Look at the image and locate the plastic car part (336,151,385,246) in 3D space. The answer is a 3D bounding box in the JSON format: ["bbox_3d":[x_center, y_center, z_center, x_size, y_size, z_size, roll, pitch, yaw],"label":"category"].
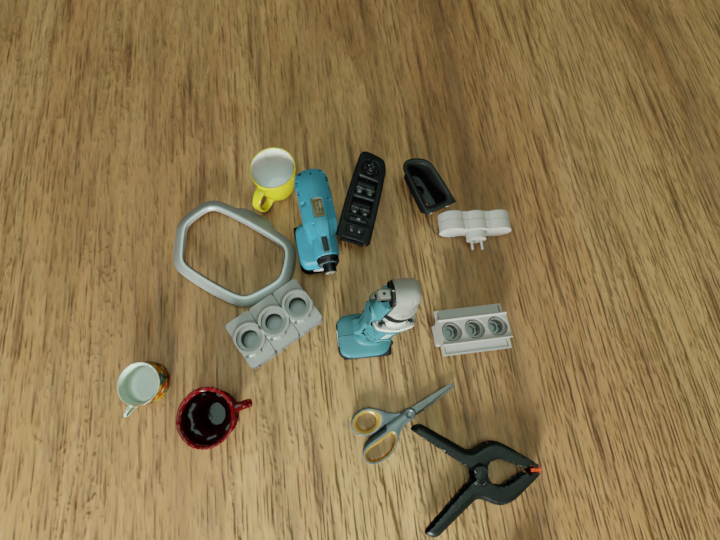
[{"bbox_3d":[0.004,-0.140,0.839,0.067,0.066,0.205,13,72,1],"label":"plastic car part"}]

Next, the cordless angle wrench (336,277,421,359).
[{"bbox_3d":[0.024,0.072,0.585,0.097,0.417,0.076,-4,75,-7],"label":"cordless angle wrench"}]

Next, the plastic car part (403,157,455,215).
[{"bbox_3d":[0.125,-0.162,0.845,0.065,0.070,0.120,-24,75,-10],"label":"plastic car part"}]

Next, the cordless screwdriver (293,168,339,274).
[{"bbox_3d":[-0.070,-0.046,0.713,0.074,0.245,0.163,-11,75,-8],"label":"cordless screwdriver"}]

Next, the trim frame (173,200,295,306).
[{"bbox_3d":[-0.247,-0.038,0.824,0.253,0.027,0.184,27,74,8],"label":"trim frame"}]
